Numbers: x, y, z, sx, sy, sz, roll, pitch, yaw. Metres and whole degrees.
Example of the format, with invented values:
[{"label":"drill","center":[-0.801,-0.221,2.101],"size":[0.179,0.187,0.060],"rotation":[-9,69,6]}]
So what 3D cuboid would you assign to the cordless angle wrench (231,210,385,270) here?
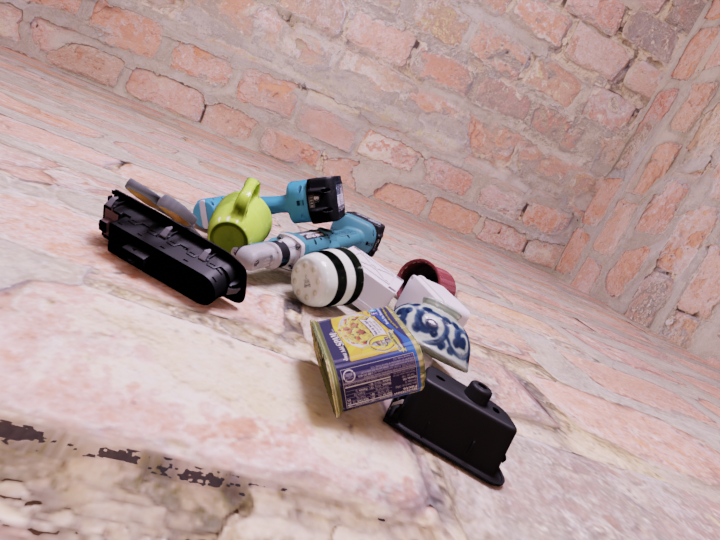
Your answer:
[{"label":"cordless angle wrench","center":[-0.071,-0.046,0.723],"size":[0.101,0.074,0.411],"rotation":[26,18,17]}]

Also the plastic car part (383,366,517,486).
[{"label":"plastic car part","center":[0.091,0.134,0.399],"size":[0.120,0.070,0.064],"rotation":[25,14,15]}]

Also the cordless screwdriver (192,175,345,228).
[{"label":"cordless screwdriver","center":[-0.154,-0.118,0.752],"size":[0.252,0.073,0.159],"rotation":[-5,13,8]}]

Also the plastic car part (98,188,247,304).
[{"label":"plastic car part","center":[-0.221,-0.020,0.481],"size":[0.206,0.066,0.066],"rotation":[26,23,7]}]
